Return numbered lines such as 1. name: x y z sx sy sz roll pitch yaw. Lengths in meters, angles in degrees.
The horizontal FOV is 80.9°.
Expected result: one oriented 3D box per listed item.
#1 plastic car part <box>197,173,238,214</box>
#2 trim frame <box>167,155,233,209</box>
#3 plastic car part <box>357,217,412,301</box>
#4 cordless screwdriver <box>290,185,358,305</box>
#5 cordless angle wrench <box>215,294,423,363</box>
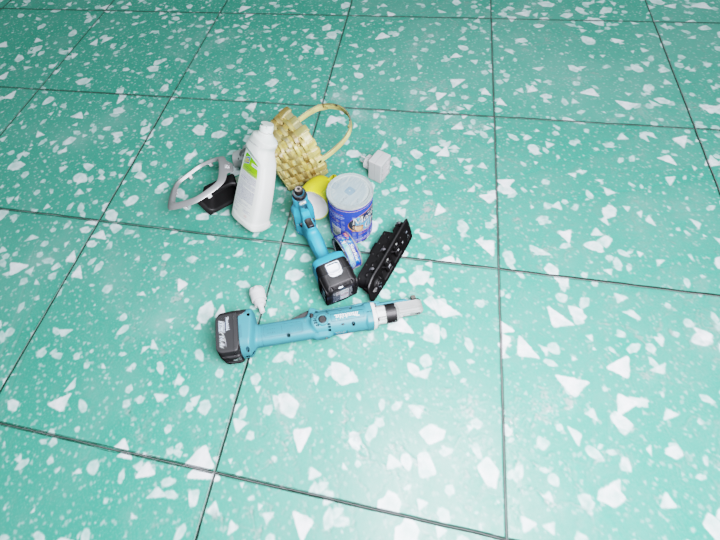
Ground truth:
1. plastic car part: -0.354 -0.204 1.071 0.118 0.062 0.074 -26 51 10
2. trim frame: -0.408 -0.225 1.077 0.185 0.026 0.260 -30 35 2
3. plastic car part: 0.049 -0.028 0.942 0.070 0.063 0.204 15 61 23
4. cordless screwdriver: -0.090 -0.059 0.921 0.073 0.154 0.260 -22 61 -11
5. cordless angle wrench: -0.079 0.109 0.869 0.421 0.072 0.101 -9 59 -3
